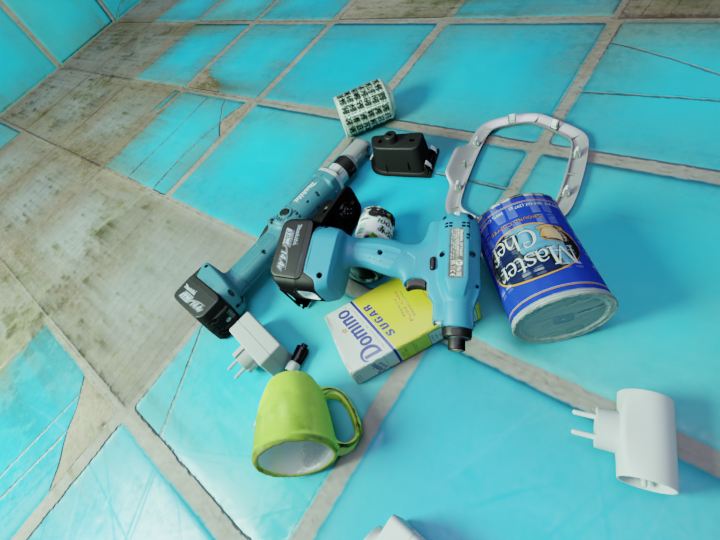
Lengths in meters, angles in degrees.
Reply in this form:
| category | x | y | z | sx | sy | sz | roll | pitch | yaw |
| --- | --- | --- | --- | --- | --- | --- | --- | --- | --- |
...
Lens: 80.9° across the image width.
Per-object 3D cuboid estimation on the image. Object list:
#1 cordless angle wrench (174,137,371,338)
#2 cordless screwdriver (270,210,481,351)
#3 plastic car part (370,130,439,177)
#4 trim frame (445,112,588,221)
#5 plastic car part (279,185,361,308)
| category | x | y | z | sx | sy | sz | roll | pitch | yaw |
| --- | --- | --- | --- | --- | --- | --- | --- | --- | --- |
| cordless angle wrench | -0.118 | -0.079 | 0.704 | 0.103 | 0.070 | 0.421 | 28 | 69 | 35 |
| cordless screwdriver | 0.015 | 0.010 | 0.518 | 0.257 | 0.071 | 0.162 | 0 | 68 | 19 |
| plastic car part | 0.064 | -0.201 | 0.707 | 0.121 | 0.067 | 0.066 | 9 | 59 | 25 |
| trim frame | 0.225 | -0.153 | 0.628 | 0.193 | 0.026 | 0.249 | 13 | 64 | 32 |
| plastic car part | -0.065 | -0.042 | 0.662 | 0.070 | 0.063 | 0.203 | 3 | 56 | 56 |
